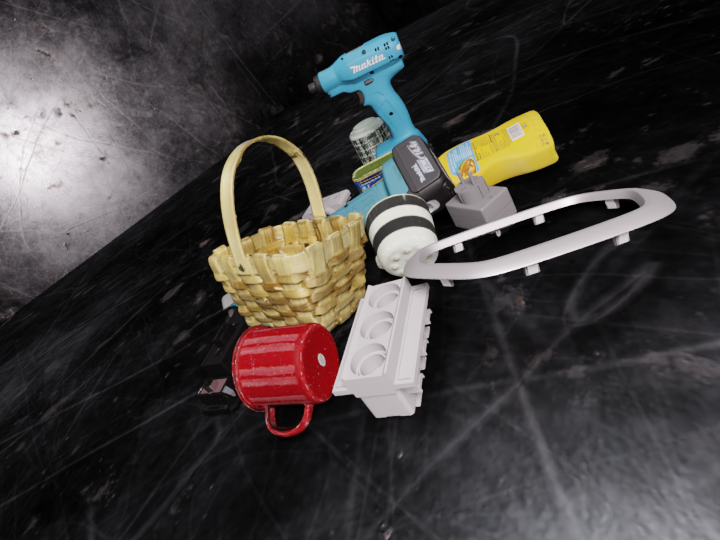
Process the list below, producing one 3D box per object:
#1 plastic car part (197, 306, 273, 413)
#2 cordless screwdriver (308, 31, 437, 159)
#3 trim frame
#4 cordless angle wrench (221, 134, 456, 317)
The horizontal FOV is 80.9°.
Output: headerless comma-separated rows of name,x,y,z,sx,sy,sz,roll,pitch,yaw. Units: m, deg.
plastic car part,-0.168,0.095,0.592,0.068,0.065,0.204,-24,26,33
cordless screwdriver,0.028,-0.249,0.720,0.163,0.239,0.076,-18,28,18
trim frame,0.162,-0.034,0.413,0.249,0.027,0.187,-21,13,0
cordless angle wrench,-0.064,-0.042,0.651,0.430,0.070,0.102,-31,61,22
